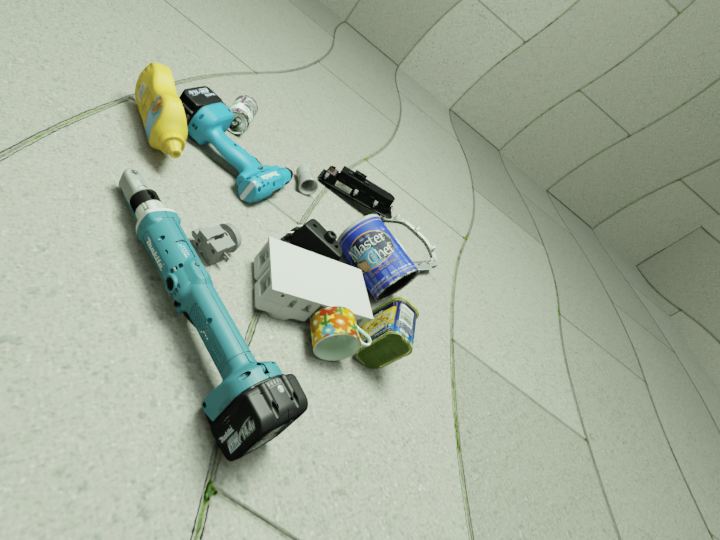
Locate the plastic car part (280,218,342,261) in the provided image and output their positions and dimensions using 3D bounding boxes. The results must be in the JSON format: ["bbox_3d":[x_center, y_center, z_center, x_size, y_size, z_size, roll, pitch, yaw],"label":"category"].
[{"bbox_3d":[-0.076,-0.050,0.779,0.117,0.071,0.065,41,34,3],"label":"plastic car part"}]

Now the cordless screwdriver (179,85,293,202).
[{"bbox_3d":[-0.245,-0.249,0.836,0.250,0.075,0.157,47,32,1],"label":"cordless screwdriver"}]

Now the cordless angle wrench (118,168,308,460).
[{"bbox_3d":[-0.220,0.017,0.539,0.071,0.098,0.440,-4,51,-53],"label":"cordless angle wrench"}]

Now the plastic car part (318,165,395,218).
[{"bbox_3d":[0.001,-0.199,1.022,0.201,0.067,0.067,34,25,-4],"label":"plastic car part"}]

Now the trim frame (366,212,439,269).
[{"bbox_3d":[0.108,-0.072,1.036,0.236,0.028,0.191,-1,53,-49],"label":"trim frame"}]
